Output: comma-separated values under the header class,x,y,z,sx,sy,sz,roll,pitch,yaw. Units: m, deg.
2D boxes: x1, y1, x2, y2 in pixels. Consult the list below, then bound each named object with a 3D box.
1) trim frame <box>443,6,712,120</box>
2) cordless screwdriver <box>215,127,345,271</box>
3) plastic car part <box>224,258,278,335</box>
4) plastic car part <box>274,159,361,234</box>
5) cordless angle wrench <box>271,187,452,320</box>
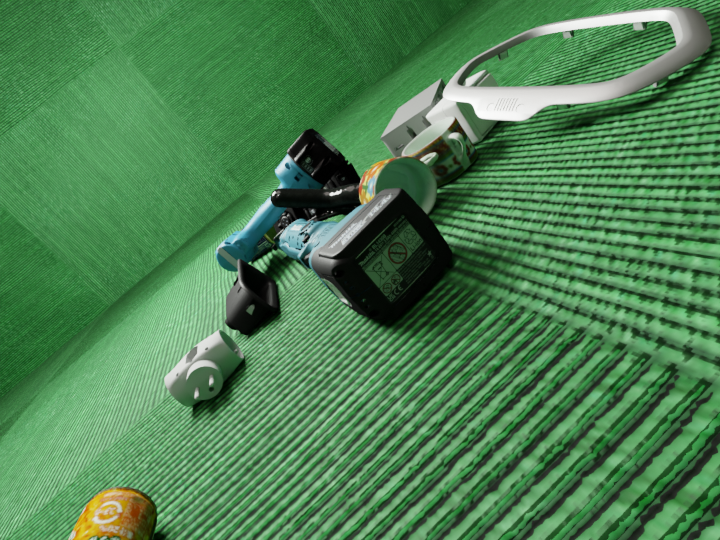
class,x,y,z,sx,sy,sz,roll,pitch,yaw
trim frame,0.202,-0.214,0.437,0.183,0.026,0.263,-41,39,-15
cordless screwdriver,-0.132,-0.112,0.689,0.250,0.073,0.161,-47,12,12
plastic car part,-0.152,0.043,0.561,0.071,0.064,0.121,-52,22,9
plastic car part,-0.078,-0.123,0.753,0.208,0.065,0.067,-28,12,29
cordless angle wrench,-0.051,-0.034,0.526,0.097,0.072,0.438,-45,19,-11
